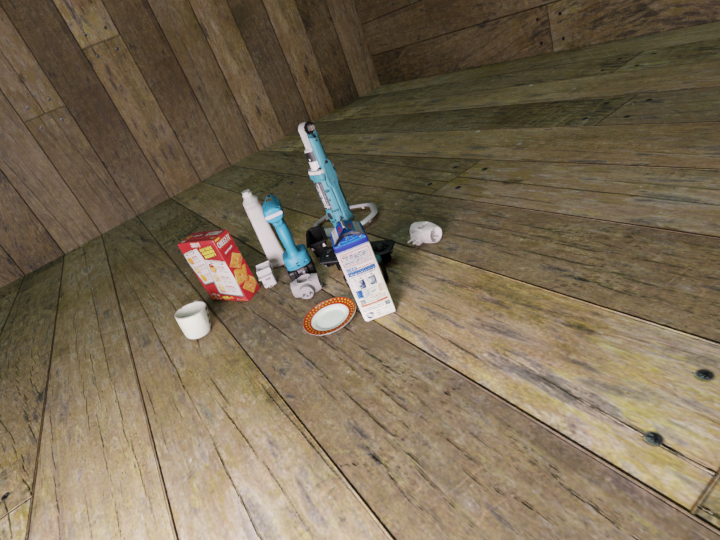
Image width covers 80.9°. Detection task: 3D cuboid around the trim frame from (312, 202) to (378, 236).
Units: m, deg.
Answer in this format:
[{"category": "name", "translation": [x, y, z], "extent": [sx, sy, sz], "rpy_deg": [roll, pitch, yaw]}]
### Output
[{"category": "trim frame", "translation": [-0.054, -0.171, 1.417], "extent": [0.259, 0.026, 0.184], "rpy_deg": [-4, 34, 32]}]

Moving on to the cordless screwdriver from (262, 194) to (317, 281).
[{"category": "cordless screwdriver", "translation": [-0.205, -0.093, 1.181], "extent": [0.074, 0.239, 0.165], "rpy_deg": [-24, 26, -2]}]

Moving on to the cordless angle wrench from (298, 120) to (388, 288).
[{"category": "cordless angle wrench", "translation": [-0.049, -0.135, 0.959], "extent": [0.073, 0.407, 0.103], "rpy_deg": [-38, 29, -29]}]

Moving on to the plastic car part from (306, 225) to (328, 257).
[{"category": "plastic car part", "translation": [-0.125, -0.082, 1.279], "extent": [0.066, 0.068, 0.120], "rpy_deg": [-22, 28, 3]}]

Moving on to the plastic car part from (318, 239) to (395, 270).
[{"category": "plastic car part", "translation": [-0.005, -0.035, 1.115], "extent": [0.209, 0.064, 0.067], "rpy_deg": [-11, 30, 23]}]
